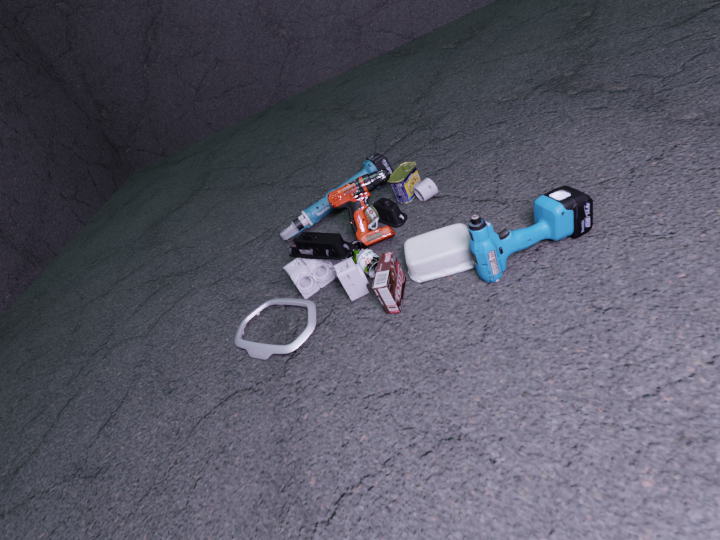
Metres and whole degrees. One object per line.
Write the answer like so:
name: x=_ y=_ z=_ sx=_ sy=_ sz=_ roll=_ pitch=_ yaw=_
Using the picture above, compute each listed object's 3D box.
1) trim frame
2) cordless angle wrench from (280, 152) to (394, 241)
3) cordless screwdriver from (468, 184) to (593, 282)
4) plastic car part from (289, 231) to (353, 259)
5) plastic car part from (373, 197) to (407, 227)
trim frame: x=-0.214 y=0.141 z=1.064 sx=0.260 sy=0.026 sz=0.184 roll=0 pitch=44 yaw=33
cordless angle wrench: x=-0.087 y=-0.231 z=1.384 sx=0.422 sy=0.093 sz=0.078 roll=-35 pitch=30 yaw=-2
cordless screwdriver: x=0.334 y=-0.093 z=0.851 sx=0.248 sy=0.152 sz=0.078 roll=-28 pitch=33 yaw=-2
plastic car part: x=-0.104 y=-0.068 z=1.066 sx=0.214 sy=0.064 sz=0.065 roll=10 pitch=42 yaw=39
plastic car part: x=0.079 y=-0.174 z=1.207 sx=0.065 sy=0.068 sz=0.123 roll=-39 pitch=33 yaw=-13
